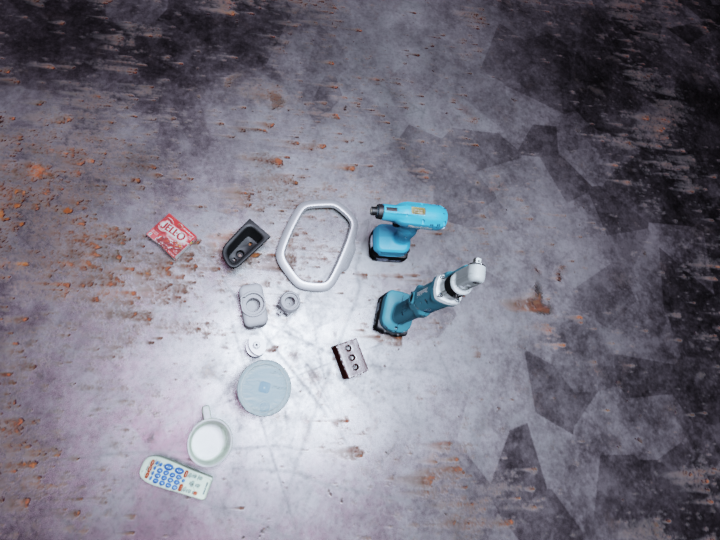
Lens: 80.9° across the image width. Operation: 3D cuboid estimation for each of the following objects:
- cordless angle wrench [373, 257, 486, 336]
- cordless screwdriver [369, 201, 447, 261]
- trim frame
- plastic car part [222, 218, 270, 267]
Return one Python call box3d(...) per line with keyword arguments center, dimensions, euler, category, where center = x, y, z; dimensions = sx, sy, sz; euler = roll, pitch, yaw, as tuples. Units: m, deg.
box3d(center=(0.125, 0.059, 0.831), dimensions=(0.073, 0.424, 0.099), euler=(16, 71, -11), category="cordless angle wrench")
box3d(center=(0.072, -0.090, 0.965), dimensions=(0.156, 0.249, 0.075), euler=(6, 73, -12), category="cordless screwdriver")
box3d(center=(-0.102, -0.067, 1.043), dimensions=(0.183, 0.027, 0.250), euler=(22, 69, -2), category="trim frame")
box3d(center=(-0.274, -0.051, 0.983), dimensions=(0.066, 0.071, 0.116), euler=(40, 69, 1), category="plastic car part")
